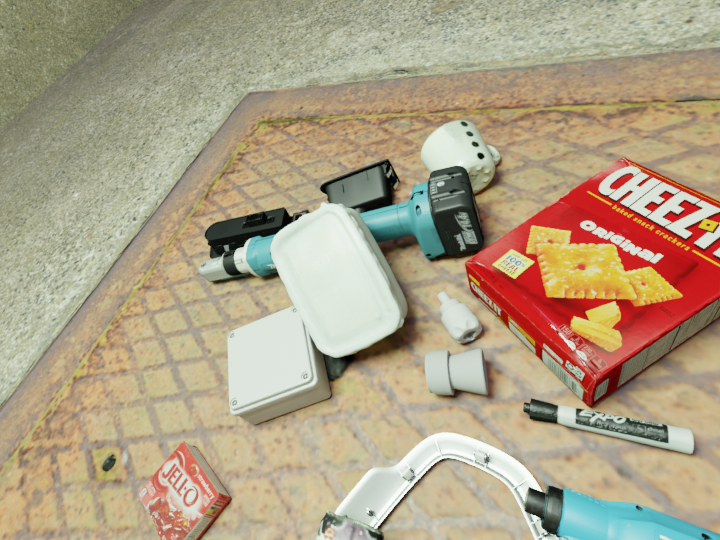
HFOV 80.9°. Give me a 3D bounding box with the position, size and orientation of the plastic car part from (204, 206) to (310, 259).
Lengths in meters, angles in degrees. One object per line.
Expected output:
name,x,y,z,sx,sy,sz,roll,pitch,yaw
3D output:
plastic car part,-0.172,-0.061,0.686,0.209,0.063,0.068,-11,58,22

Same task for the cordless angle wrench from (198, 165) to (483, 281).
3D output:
cordless angle wrench,-0.058,-0.038,0.592,0.436,0.093,0.076,-11,47,23

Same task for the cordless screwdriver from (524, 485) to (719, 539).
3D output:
cordless screwdriver,0.165,0.272,0.243,0.166,0.071,0.250,11,57,24

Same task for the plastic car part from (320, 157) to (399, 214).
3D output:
plastic car part,0.001,-0.110,0.639,0.119,0.062,0.073,-18,63,17

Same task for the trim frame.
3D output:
trim frame,0.056,0.256,0.347,0.247,0.026,0.195,-47,48,-10
